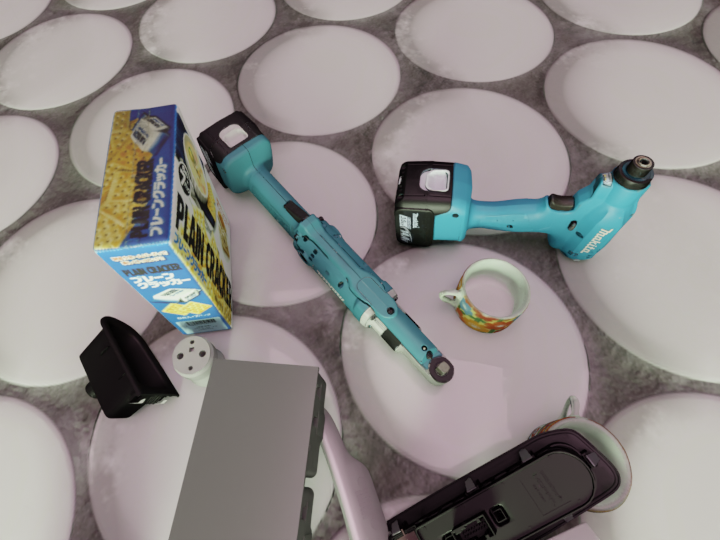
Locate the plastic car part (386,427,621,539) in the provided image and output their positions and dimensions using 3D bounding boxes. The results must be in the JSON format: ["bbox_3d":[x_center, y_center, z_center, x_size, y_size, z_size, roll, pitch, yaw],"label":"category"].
[{"bbox_3d":[0.111,0.200,0.353,0.204,0.063,0.069,-34,56,7],"label":"plastic car part"}]

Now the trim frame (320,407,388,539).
[{"bbox_3d":[-0.070,0.243,0.388,0.184,0.026,0.260,-23,57,-1],"label":"trim frame"}]

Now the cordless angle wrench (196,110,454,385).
[{"bbox_3d":[-0.051,-0.033,0.517,0.073,0.095,0.439,-37,69,-16],"label":"cordless angle wrench"}]

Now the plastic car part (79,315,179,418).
[{"bbox_3d":[-0.270,0.116,0.470,0.122,0.063,0.071,41,85,25],"label":"plastic car part"}]

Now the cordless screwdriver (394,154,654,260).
[{"bbox_3d":[0.166,-0.079,0.478,0.254,0.154,0.075,8,64,10],"label":"cordless screwdriver"}]
